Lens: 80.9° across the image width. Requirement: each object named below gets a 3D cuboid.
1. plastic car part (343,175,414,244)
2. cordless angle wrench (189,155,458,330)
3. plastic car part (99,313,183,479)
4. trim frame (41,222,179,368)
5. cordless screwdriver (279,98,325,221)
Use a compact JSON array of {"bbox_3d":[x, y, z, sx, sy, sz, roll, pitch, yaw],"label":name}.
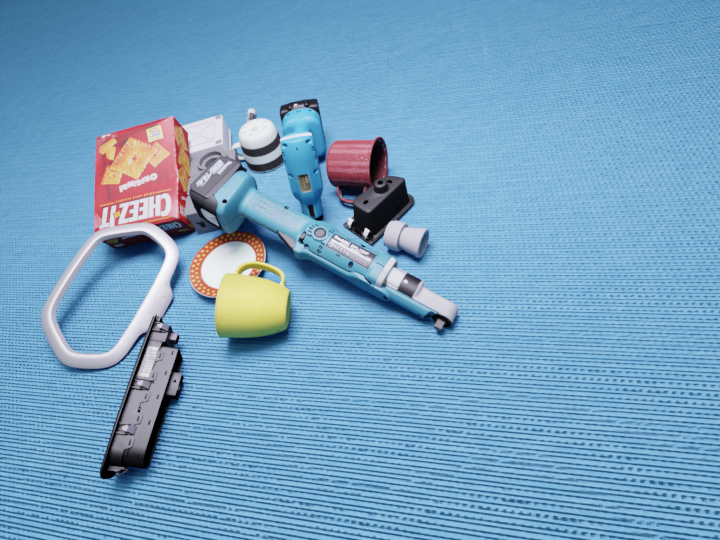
[{"bbox_3d":[0.030,-0.109,0.669,0.116,0.068,0.069,-44,57,-15],"label":"plastic car part"},{"bbox_3d":[-0.060,-0.039,0.613,0.438,0.072,0.098,28,64,18],"label":"cordless angle wrench"},{"bbox_3d":[-0.276,0.166,0.555,0.066,0.066,0.207,14,53,-9],"label":"plastic car part"},{"bbox_3d":[-0.393,0.032,0.672,0.188,0.027,0.250,17,67,10],"label":"trim frame"},{"bbox_3d":[-0.096,-0.198,0.746,0.075,0.153,0.258,-10,37,0],"label":"cordless screwdriver"}]
